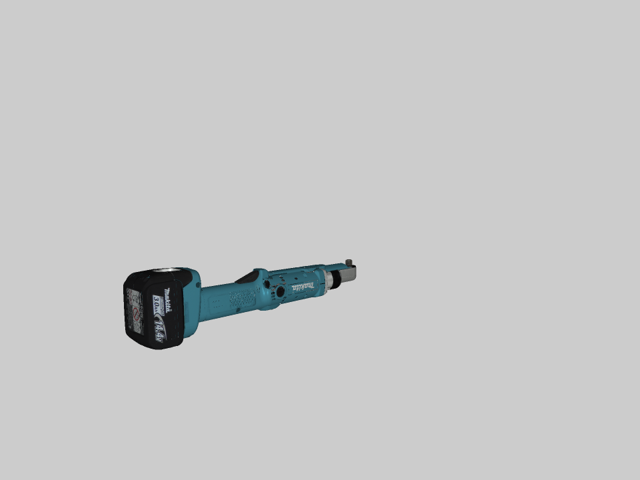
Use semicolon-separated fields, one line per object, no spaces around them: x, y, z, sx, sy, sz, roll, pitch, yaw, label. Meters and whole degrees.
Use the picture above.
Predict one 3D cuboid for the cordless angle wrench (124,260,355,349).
-0.082;0.077;0.672;0.074;0.098;0.422;3;6;44;cordless angle wrench
